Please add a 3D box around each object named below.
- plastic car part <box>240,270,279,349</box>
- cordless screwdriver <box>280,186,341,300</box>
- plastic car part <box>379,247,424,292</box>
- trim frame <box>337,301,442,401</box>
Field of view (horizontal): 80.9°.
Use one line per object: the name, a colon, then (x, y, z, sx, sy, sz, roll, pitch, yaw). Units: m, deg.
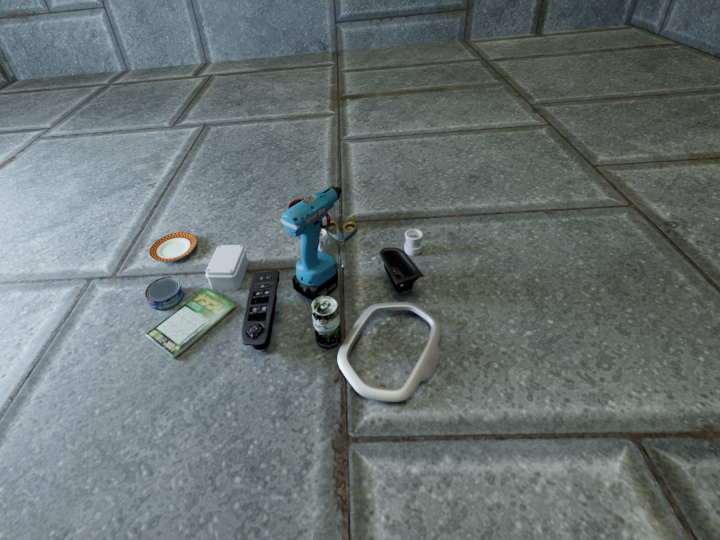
plastic car part: (-0.216, 0.091, 0.923, 0.067, 0.065, 0.209, -3, 40, 2)
cordless screwdriver: (-0.093, -0.061, 0.948, 0.078, 0.240, 0.156, 26, 48, 30)
plastic car part: (0.088, 0.005, 0.979, 0.065, 0.068, 0.122, -16, 41, -13)
trim frame: (0.063, 0.152, 0.842, 0.192, 0.026, 0.247, 16, 45, 24)
